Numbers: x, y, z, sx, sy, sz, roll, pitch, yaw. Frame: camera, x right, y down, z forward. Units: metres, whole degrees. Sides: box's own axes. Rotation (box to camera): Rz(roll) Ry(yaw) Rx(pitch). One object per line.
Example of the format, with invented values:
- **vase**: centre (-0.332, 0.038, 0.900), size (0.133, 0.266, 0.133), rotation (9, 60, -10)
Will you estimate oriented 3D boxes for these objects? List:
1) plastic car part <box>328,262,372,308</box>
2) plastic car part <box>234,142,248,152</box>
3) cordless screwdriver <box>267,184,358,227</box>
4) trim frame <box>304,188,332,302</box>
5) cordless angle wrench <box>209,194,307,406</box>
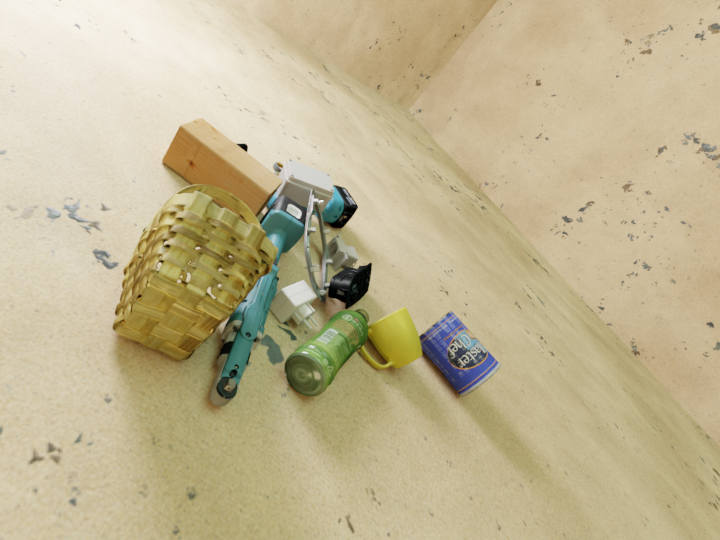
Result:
- **plastic car part**: centre (-0.020, 0.022, 0.828), size (0.068, 0.066, 0.201), rotation (17, 11, 5)
- **plastic car part**: centre (-0.309, -0.265, 0.938), size (0.072, 0.065, 0.116), rotation (27, 24, 3)
- **cordless screwdriver**: centre (-0.132, -0.178, 1.009), size (0.237, 0.075, 0.166), rotation (-1, 48, -46)
- **trim frame**: centre (-0.079, -0.052, 0.812), size (0.028, 0.177, 0.255), rotation (-8, 38, 6)
- **cordless angle wrench**: centre (-0.158, 0.024, 0.667), size (0.072, 0.099, 0.433), rotation (31, 33, -20)
